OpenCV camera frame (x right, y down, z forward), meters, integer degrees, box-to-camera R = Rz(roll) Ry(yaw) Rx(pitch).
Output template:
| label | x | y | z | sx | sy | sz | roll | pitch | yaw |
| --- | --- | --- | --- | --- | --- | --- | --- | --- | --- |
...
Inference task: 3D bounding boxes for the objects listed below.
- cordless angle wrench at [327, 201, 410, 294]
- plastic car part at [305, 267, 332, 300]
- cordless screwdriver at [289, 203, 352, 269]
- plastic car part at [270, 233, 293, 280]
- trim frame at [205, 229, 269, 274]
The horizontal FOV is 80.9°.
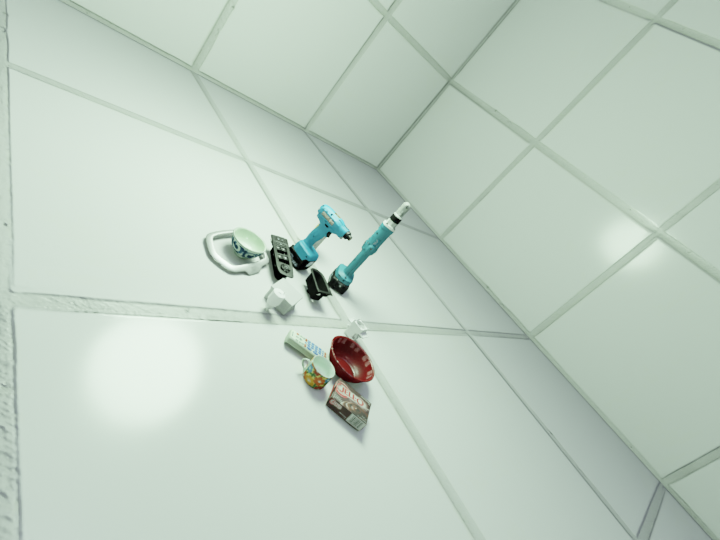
| label | x | y | z | sx | sy | sz | roll | pitch | yaw |
| --- | --- | --- | --- | --- | --- | --- | --- | --- | --- |
| cordless angle wrench | 0.036 | -0.087 | 1.554 | 0.073 | 0.425 | 0.099 | 38 | 22 | -12 |
| plastic car part | -0.154 | 0.057 | 1.445 | 0.062 | 0.071 | 0.122 | 22 | 28 | -40 |
| cordless screwdriver | -0.148 | -0.097 | 1.511 | 0.165 | 0.250 | 0.071 | 50 | 23 | 19 |
| plastic car part | -0.275 | -0.037 | 1.436 | 0.063 | 0.067 | 0.213 | 25 | 26 | -36 |
| trim frame | -0.390 | -0.061 | 1.349 | 0.189 | 0.028 | 0.241 | 44 | 22 | 11 |
